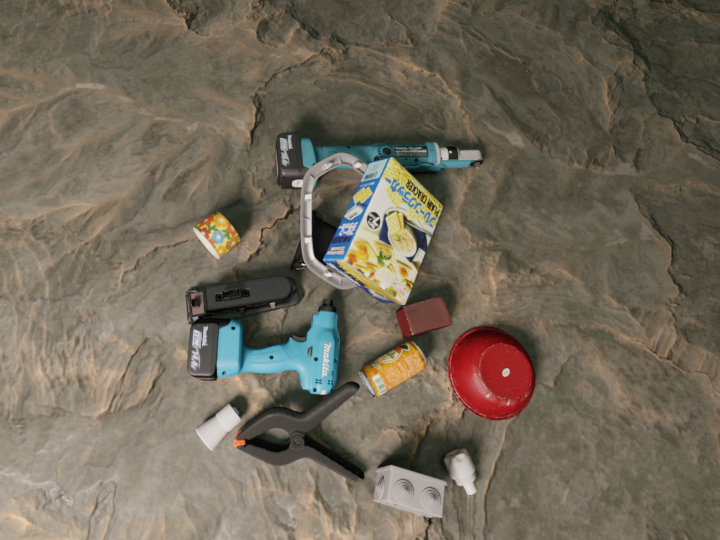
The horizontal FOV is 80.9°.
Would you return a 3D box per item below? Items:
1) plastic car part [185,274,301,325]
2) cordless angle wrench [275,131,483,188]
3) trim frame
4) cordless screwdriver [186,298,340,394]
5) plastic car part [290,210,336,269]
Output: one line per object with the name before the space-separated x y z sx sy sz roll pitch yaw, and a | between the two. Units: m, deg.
plastic car part | -0.204 0.042 0.741 0.200 0.066 0.068 -8 67 -11
cordless angle wrench | 0.044 -0.223 0.846 0.417 0.074 0.100 -4 73 -9
trim frame | -0.027 -0.090 0.766 0.176 0.029 0.249 1 85 -34
cordless screwdriver | -0.157 0.117 0.712 0.246 0.074 0.162 6 71 -7
plastic car part | -0.077 -0.050 0.786 0.069 0.067 0.117 25 68 -15
